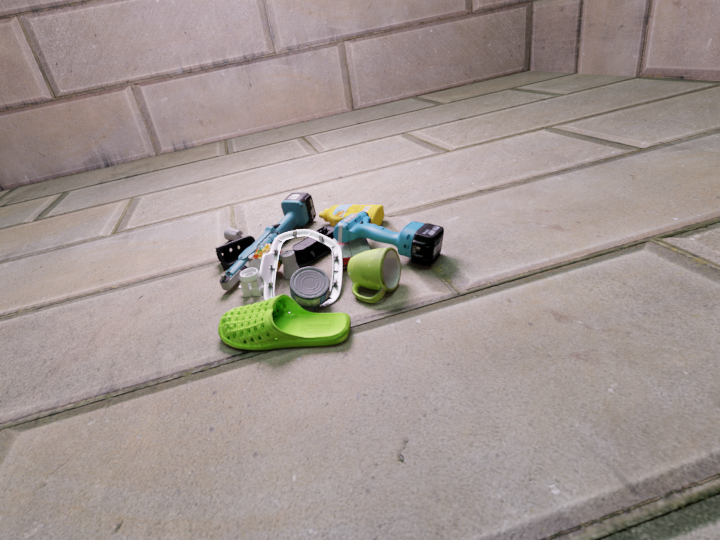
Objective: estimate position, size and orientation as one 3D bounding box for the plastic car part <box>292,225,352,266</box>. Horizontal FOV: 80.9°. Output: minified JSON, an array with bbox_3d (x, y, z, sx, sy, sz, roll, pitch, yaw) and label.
[{"bbox_3d":[-0.109,-0.071,1.111,0.070,0.065,0.199,22,46,35],"label":"plastic car part"}]

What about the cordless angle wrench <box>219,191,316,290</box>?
[{"bbox_3d":[-0.251,-0.082,1.160,0.077,0.094,0.422,4,37,24],"label":"cordless angle wrench"}]

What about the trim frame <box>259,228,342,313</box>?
[{"bbox_3d":[-0.134,-0.005,0.960,0.185,0.027,0.255,1,51,2],"label":"trim frame"}]

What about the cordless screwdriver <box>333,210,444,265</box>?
[{"bbox_3d":[0.074,-0.094,1.031,0.259,0.072,0.156,14,29,23],"label":"cordless screwdriver"}]

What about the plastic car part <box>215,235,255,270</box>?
[{"bbox_3d":[-0.352,-0.054,1.172,0.113,0.064,0.074,-31,20,-37],"label":"plastic car part"}]
